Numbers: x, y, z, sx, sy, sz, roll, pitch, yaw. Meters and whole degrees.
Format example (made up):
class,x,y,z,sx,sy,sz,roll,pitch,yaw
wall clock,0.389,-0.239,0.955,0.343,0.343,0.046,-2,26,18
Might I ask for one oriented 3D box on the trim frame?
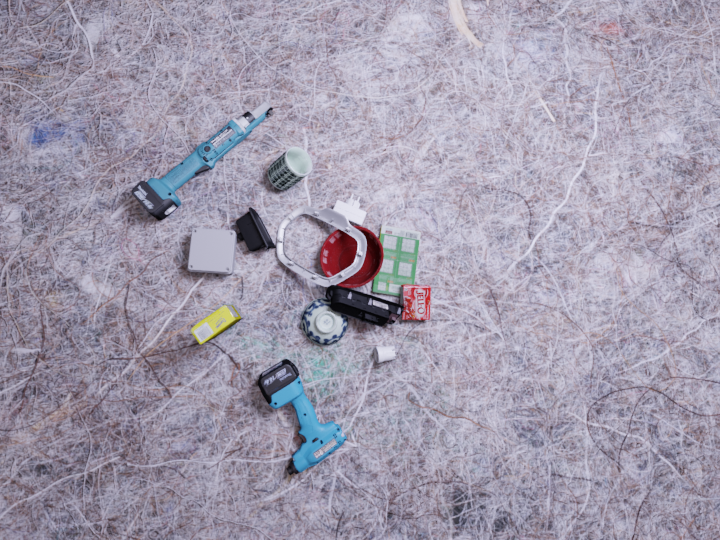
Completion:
class,x,y,z,sx,sy,sz,roll,pitch,yaw
trim frame,-0.104,-0.068,1.063,0.259,0.026,0.184,29,82,22

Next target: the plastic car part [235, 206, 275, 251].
class,x,y,z,sx,sy,sz,roll,pitch,yaw
plastic car part,-0.278,-0.095,1.083,0.071,0.065,0.118,-32,82,6

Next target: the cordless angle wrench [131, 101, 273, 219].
class,x,y,z,sx,sy,sz,roll,pitch,yaw
cordless angle wrench,-0.394,-0.303,1.100,0.421,0.074,0.098,-44,89,-11

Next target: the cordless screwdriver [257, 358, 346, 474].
class,x,y,z,sx,sy,sz,roll,pitch,yaw
cordless screwdriver,-0.163,0.351,1.013,0.158,0.075,0.249,-35,89,-8

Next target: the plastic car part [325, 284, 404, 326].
class,x,y,z,sx,sy,sz,roll,pitch,yaw
plastic car part,0.005,0.095,1.037,0.199,0.066,0.068,22,48,-10
